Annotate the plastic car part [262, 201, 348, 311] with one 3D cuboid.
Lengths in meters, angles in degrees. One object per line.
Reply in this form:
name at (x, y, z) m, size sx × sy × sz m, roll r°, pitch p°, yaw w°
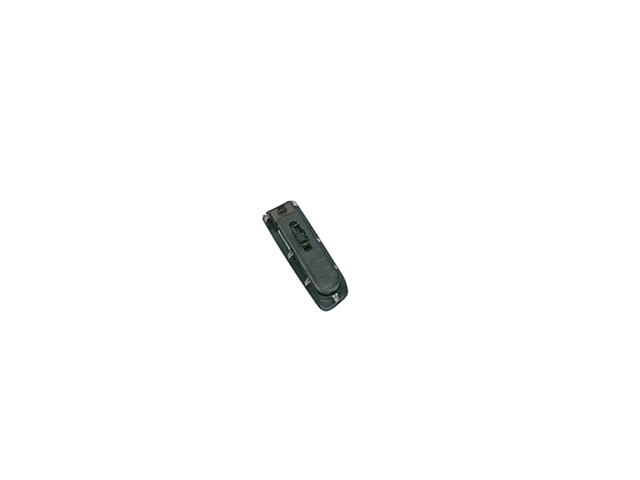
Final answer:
plastic car part at (-0.020, 0.015, 0.681) m, size 0.066 × 0.203 × 0.067 m, roll -25°, pitch -19°, yaw -19°
